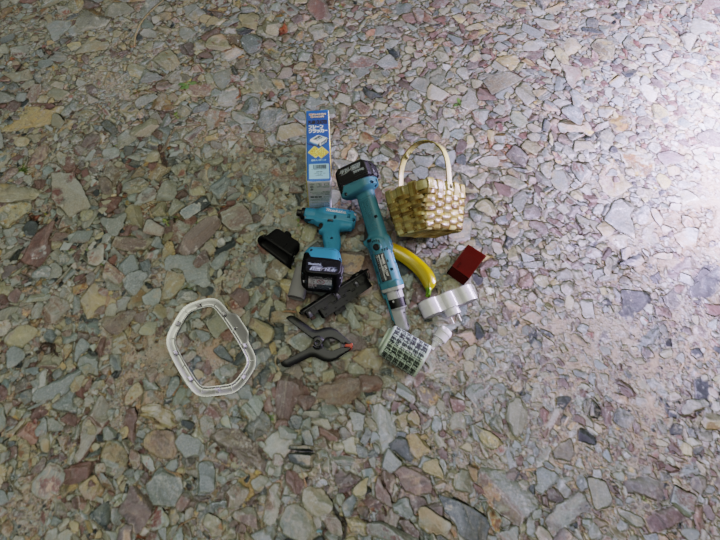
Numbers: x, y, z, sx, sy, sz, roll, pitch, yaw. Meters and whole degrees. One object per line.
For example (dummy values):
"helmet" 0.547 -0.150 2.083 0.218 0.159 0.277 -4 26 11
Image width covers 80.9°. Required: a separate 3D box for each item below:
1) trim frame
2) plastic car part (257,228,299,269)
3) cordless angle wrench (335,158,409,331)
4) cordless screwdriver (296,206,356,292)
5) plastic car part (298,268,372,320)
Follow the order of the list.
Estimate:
"trim frame" -0.359 0.181 1.014 0.182 0.027 0.258 -34 69 -12
"plastic car part" -0.203 -0.070 1.095 0.121 0.064 0.070 37 58 17
"cordless angle wrench" 0.046 -0.059 1.030 0.101 0.071 0.427 -20 82 27
"cordless screwdriver" -0.102 -0.067 1.048 0.161 0.072 0.254 7 48 4
"plastic car part" -0.051 0.063 1.029 0.201 0.066 0.068 -37 84 -12
